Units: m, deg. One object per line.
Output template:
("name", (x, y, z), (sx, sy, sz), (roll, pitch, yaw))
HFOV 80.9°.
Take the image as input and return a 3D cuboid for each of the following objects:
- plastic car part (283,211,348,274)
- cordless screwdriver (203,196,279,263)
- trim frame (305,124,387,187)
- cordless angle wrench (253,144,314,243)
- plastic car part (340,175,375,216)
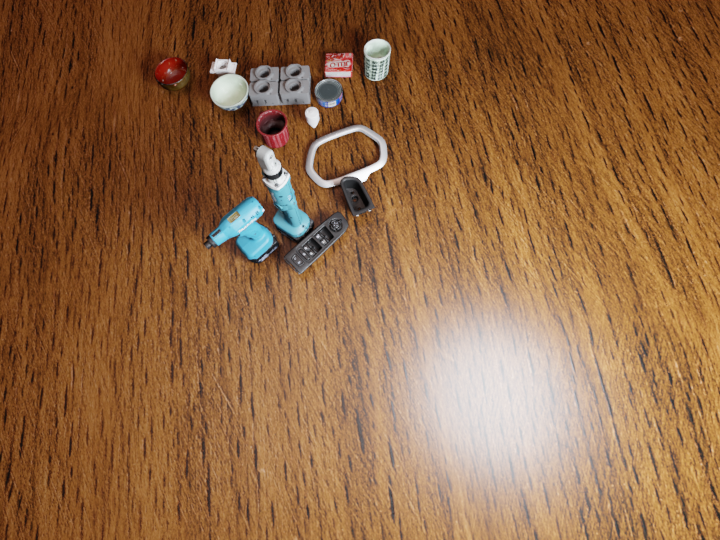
("plastic car part", (-0.112, -0.074, 1.150), (0.068, 0.065, 0.202), (43, 80, 13))
("cordless screwdriver", (-0.298, -0.081, 1.076), (0.158, 0.243, 0.076), (-42, 78, -10))
("trim frame", (-0.043, -0.336, 1.249), (0.248, 0.027, 0.189), (-21, 71, -2))
("cordless angle wrench", (-0.183, -0.174, 1.006), (0.100, 0.414, 0.074), (33, 77, 9))
("plastic car part", (-0.013, -0.202, 1.180), (0.066, 0.069, 0.120), (-22, 73, -4))
